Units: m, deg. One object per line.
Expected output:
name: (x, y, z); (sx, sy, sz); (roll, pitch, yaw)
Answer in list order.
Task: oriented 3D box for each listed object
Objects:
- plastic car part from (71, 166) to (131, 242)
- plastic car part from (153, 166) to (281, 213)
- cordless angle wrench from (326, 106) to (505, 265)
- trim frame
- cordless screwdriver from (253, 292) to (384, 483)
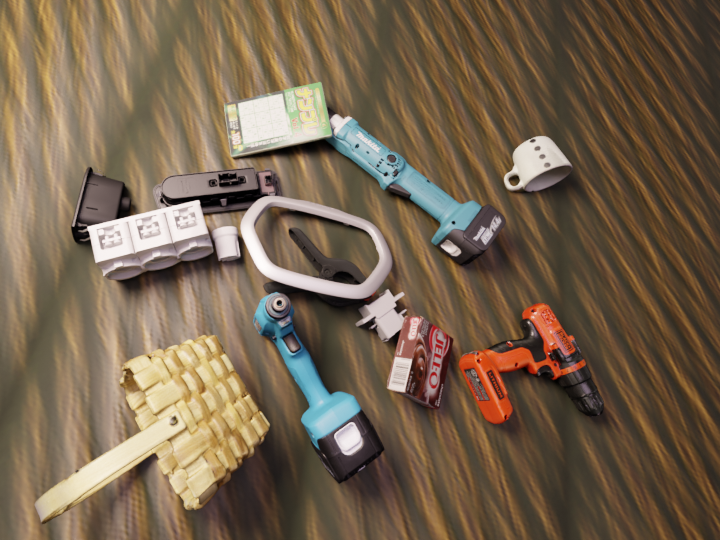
plastic car part: (-0.392, -0.101, 0.647); (0.068, 0.067, 0.119); (12, 65, -24)
plastic car part: (-0.230, -0.131, 0.681); (0.200, 0.067, 0.067); (-10, 82, -10)
cordless angle wrench: (0.047, -0.179, 0.740); (0.430, 0.073, 0.097); (40, 68, 8)
trim frame: (-0.065, -0.042, 0.662); (0.243, 0.027, 0.189); (11, 51, -12)
cordless screwdriver: (-0.064, 0.142, 0.556); (0.073, 0.159, 0.253); (-28, 81, -20)
